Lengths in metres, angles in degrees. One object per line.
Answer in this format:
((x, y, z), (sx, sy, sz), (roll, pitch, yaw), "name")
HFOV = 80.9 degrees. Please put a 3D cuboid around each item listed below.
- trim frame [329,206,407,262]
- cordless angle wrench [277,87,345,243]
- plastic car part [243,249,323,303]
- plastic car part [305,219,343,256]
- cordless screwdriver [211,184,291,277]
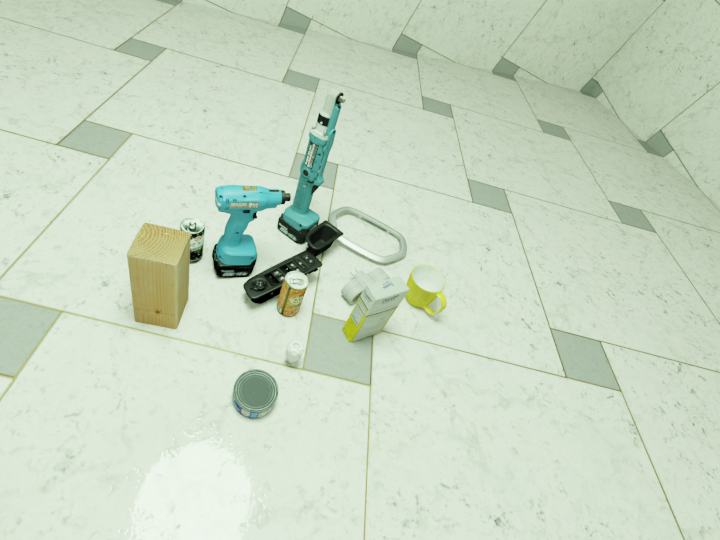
((0.021, -0.105, 1.223), (0.253, 0.027, 0.184), (26, 44, 8), "trim frame")
((-0.117, -0.245, 1.032), (0.101, 0.418, 0.073), (38, 45, 13), "cordless angle wrench")
((-0.189, 0.020, 1.000), (0.197, 0.066, 0.069), (-27, 62, -37), "plastic car part")
((-0.109, -0.071, 1.115), (0.068, 0.070, 0.114), (36, 46, 14), "plastic car part")
((-0.254, -0.090, 0.958), (0.154, 0.246, 0.078), (-3, 50, -25), "cordless screwdriver")
